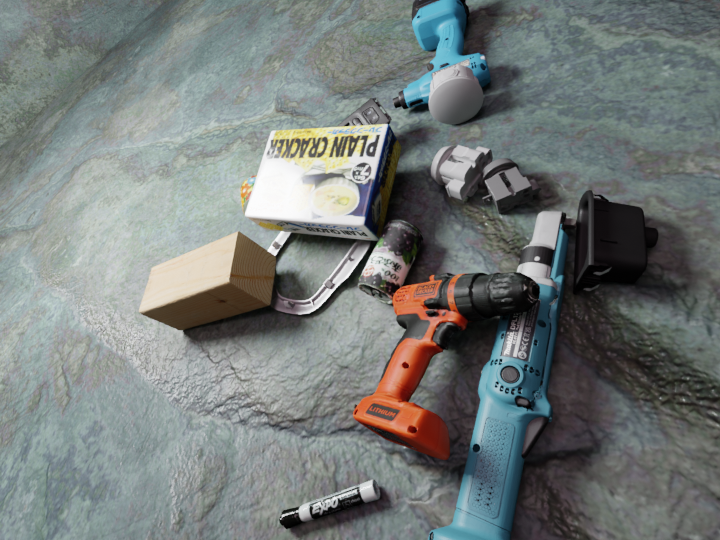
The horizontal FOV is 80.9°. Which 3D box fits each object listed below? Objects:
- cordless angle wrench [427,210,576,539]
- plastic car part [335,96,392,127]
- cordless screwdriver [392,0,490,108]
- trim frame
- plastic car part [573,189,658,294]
[{"bbox_3d":[0.153,0.114,0.416,0.103,0.070,0.426,5,61,33],"label":"cordless angle wrench"},{"bbox_3d":[-0.037,-0.206,0.734,0.205,0.064,0.069,-33,70,12],"label":"plastic car part"},{"bbox_3d":[0.130,-0.397,0.760,0.164,0.070,0.255,-14,58,23],"label":"cordless screwdriver"},{"bbox_3d":[-0.066,-0.043,0.674,0.195,0.026,0.248,28,76,39],"label":"trim frame"},{"bbox_3d":[0.272,-0.033,0.450,0.073,0.063,0.117,12,63,19],"label":"plastic car part"}]
